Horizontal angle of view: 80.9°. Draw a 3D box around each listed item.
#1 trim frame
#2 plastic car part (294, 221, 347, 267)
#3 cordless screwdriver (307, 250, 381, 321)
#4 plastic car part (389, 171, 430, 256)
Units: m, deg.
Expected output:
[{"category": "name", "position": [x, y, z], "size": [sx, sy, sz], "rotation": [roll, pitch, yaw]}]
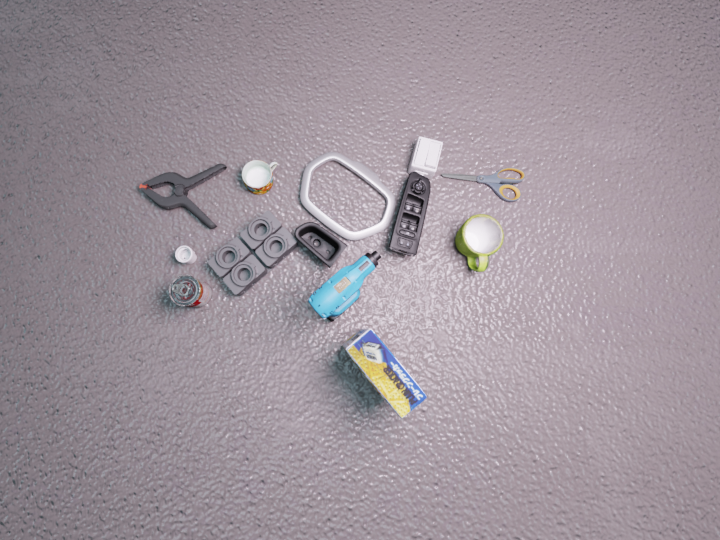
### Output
[{"category": "trim frame", "position": [-0.033, -0.184, 1.034], "size": [0.252, 0.027, 0.184], "rotation": [37, 82, 8]}, {"category": "plastic car part", "position": [-0.097, -0.063, 0.990], "size": [0.118, 0.070, 0.066], "rotation": [38, 81, 6]}, {"category": "cordless screwdriver", "position": [-0.032, 0.034, 0.880], "size": [0.158, 0.247, 0.075], "rotation": [-42, 87, -8]}, {"category": "plastic car part", "position": [0.118, -0.132, 1.001], "size": [0.067, 0.066, 0.204], "rotation": [15, 80, 1]}]
